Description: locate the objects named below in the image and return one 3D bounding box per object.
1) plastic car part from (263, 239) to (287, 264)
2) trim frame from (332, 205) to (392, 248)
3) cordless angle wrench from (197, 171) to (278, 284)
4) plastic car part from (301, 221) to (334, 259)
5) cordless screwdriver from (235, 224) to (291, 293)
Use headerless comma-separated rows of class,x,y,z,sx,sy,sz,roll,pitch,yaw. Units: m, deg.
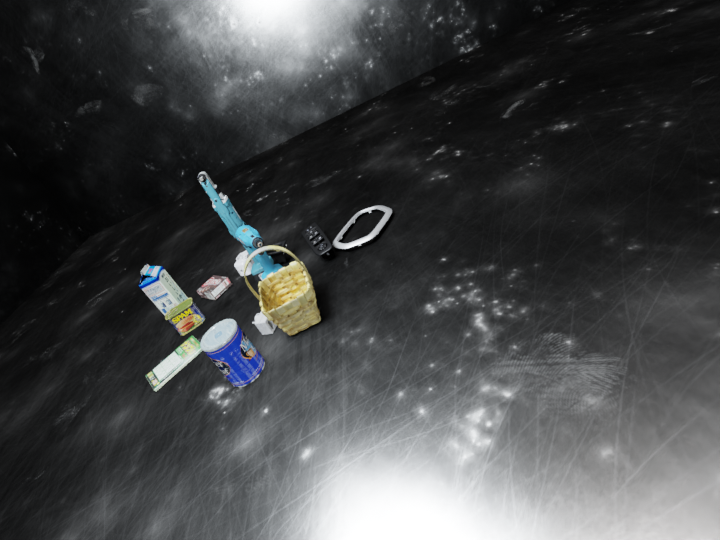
plastic car part,-0.305,-0.050,1.486,0.120,0.068,0.067,-16,32,22
trim frame,0.006,-0.146,1.408,0.193,0.026,0.248,-2,40,38
cordless angle wrench,-0.389,-0.131,1.345,0.075,0.405,0.101,-25,28,6
plastic car part,-0.138,-0.090,1.409,0.066,0.064,0.213,-32,31,-5
cordless screwdriver,-0.272,-0.018,1.246,0.073,0.238,0.168,-37,30,-16
